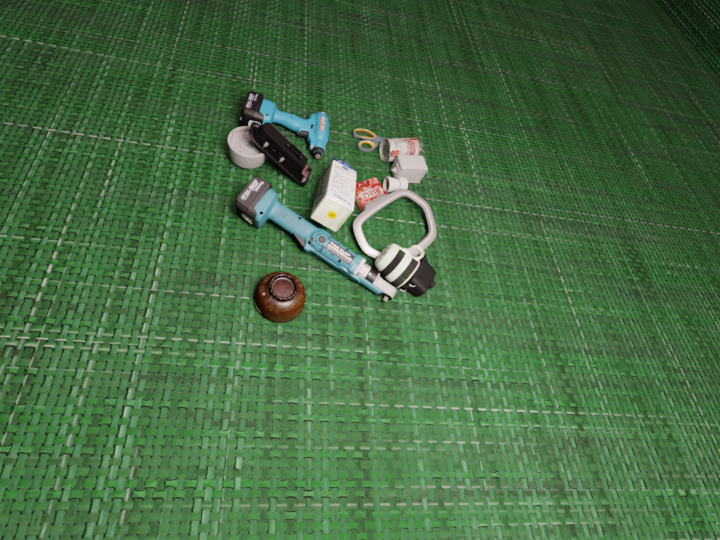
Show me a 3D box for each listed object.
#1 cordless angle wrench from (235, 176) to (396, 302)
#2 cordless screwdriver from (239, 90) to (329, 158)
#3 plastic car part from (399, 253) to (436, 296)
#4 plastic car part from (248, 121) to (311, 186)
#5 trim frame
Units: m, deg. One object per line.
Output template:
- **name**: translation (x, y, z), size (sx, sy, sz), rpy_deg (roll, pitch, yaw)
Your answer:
- **cordless angle wrench**: translation (-0.096, -0.063, 0.987), size (0.425, 0.074, 0.098), rpy_deg (34, 70, 3)
- **cordless screwdriver**: translation (-0.208, -0.396, 1.169), size (0.243, 0.074, 0.163), rpy_deg (11, 57, -14)
- **plastic car part**: translation (0.146, 0.018, 1.013), size (0.070, 0.067, 0.115), rpy_deg (46, 53, -6)
- **plastic car part**: translation (-0.195, -0.300, 1.067), size (0.194, 0.069, 0.067), rpy_deg (37, 58, -25)
- **trim frame**: translation (0.091, -0.115, 1.081), size (0.244, 0.027, 0.187), rpy_deg (-37, 83, -25)
